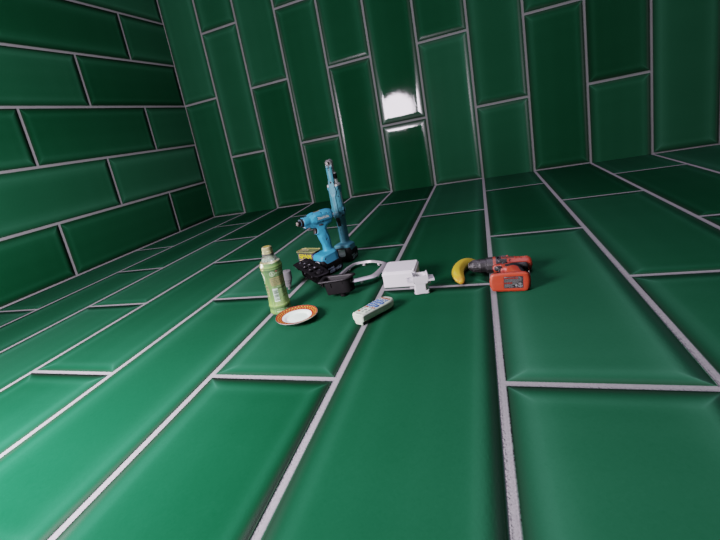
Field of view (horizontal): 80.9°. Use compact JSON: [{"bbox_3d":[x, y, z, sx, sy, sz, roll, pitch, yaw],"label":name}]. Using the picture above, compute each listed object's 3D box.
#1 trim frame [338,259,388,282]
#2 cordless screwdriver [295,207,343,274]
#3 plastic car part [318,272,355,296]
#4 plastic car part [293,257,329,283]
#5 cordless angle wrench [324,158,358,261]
[{"bbox_3d":[0.000,0.005,1.551,0.191,0.027,0.245,-4,20,23],"label":"trim frame"},{"bbox_3d":[-0.159,-0.104,1.627,0.154,0.244,0.078,-22,18,-35],"label":"cordless screwdriver"},{"bbox_3d":[-0.070,0.051,1.388,0.120,0.069,0.065,-5,17,19],"label":"plastic car part"},{"bbox_3d":[-0.182,0.008,1.590,0.064,0.066,0.213,-19,19,-27],"label":"plastic car part"},{"bbox_3d":[-0.091,-0.246,1.735,0.077,0.415,0.096,-5,15,22],"label":"cordless angle wrench"}]
